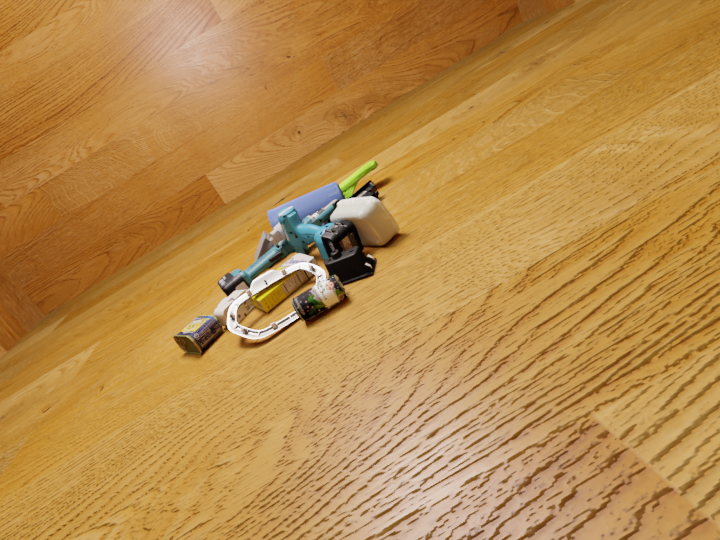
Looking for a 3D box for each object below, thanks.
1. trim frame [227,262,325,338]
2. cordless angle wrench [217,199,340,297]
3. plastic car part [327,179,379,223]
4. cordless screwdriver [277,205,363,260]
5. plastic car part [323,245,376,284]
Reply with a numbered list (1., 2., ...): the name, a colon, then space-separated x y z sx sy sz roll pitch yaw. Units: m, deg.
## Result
1. trim frame: -0.189 0.060 0.949 0.246 0.026 0.194 -33 39 -10
2. cordless angle wrench: -0.214 -0.069 1.204 0.420 0.072 0.102 -42 24 -13
3. plastic car part: -0.010 -0.179 1.233 0.200 0.063 0.071 -41 48 -23
4. cordless screwdriver: -0.104 -0.068 1.063 0.073 0.153 0.263 -38 38 -28
5. plastic car part: -0.033 -0.015 0.918 0.119 0.069 0.066 -18 23 23
